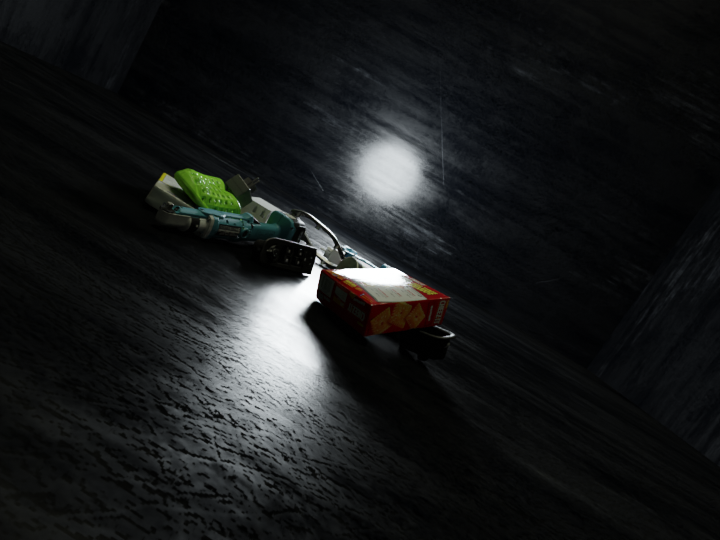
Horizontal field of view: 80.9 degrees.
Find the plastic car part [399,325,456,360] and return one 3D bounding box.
[{"bbox_3d":[0.124,0.143,0.848,0.123,0.070,0.063,22,19,35],"label":"plastic car part"}]

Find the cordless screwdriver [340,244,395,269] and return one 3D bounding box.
[{"bbox_3d":[0.026,-0.012,1.413,0.260,0.074,0.152,30,0,25],"label":"cordless screwdriver"}]

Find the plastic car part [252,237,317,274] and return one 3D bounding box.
[{"bbox_3d":[-0.172,-0.039,0.947,0.070,0.066,0.194,23,5,23],"label":"plastic car part"}]

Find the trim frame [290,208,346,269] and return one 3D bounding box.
[{"bbox_3d":[-0.111,-0.073,1.137,0.194,0.027,0.236,31,-21,33],"label":"trim frame"}]

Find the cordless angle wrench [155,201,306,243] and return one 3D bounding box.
[{"bbox_3d":[-0.263,-0.093,0.905,0.077,0.098,0.406,33,13,20],"label":"cordless angle wrench"}]
